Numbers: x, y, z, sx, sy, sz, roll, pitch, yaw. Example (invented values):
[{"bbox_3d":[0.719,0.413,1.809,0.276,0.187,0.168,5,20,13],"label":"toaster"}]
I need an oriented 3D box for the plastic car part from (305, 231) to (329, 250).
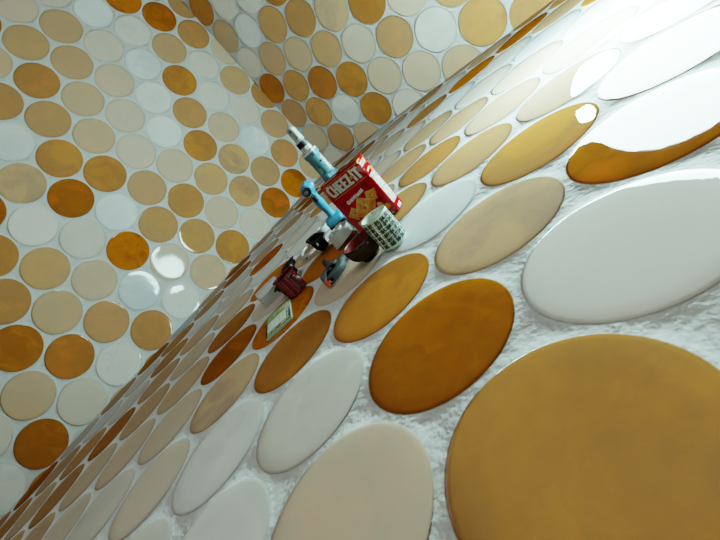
[{"bbox_3d":[-0.159,-0.104,1.627,0.066,0.069,0.120,-47,17,-13],"label":"plastic car part"}]

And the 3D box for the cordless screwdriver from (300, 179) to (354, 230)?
[{"bbox_3d":[-0.130,-0.225,1.554,0.075,0.243,0.162,-41,14,10],"label":"cordless screwdriver"}]

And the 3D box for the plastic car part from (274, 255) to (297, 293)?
[{"bbox_3d":[-0.275,0.029,1.581,0.067,0.065,0.206,-37,19,23],"label":"plastic car part"}]

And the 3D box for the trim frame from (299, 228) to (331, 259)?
[{"bbox_3d":[-0.171,-0.133,1.786,0.247,0.027,0.190,-50,19,-19],"label":"trim frame"}]

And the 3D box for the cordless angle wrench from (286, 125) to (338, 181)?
[{"bbox_3d":[-0.103,-0.328,1.452,0.076,0.413,0.098,-35,15,33],"label":"cordless angle wrench"}]
